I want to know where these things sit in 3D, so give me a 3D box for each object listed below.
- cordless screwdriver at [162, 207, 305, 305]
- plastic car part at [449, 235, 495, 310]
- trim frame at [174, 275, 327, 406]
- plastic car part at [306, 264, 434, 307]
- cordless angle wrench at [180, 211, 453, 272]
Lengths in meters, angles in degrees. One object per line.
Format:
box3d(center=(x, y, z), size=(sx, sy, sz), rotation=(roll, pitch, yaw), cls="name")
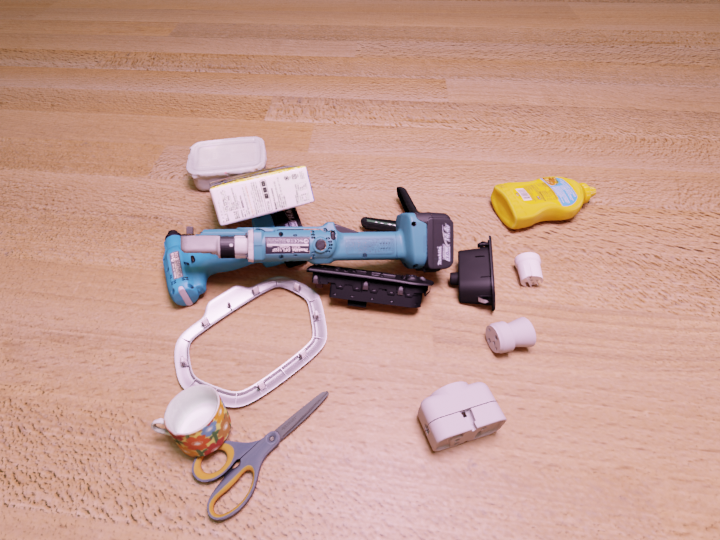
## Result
box3d(center=(-0.225, -0.046, 0.751), size=(0.246, 0.071, 0.167), rotation=(-21, 52, -10), cls="cordless screwdriver")
box3d(center=(0.186, 0.007, 0.701), size=(0.073, 0.063, 0.118), rotation=(0, 51, 20), cls="plastic car part")
box3d(center=(-0.167, 0.098, 0.654), size=(0.244, 0.026, 0.194), rotation=(-35, 56, -22), cls="trim frame")
box3d(center=(0.015, 0.027, 0.681), size=(0.206, 0.065, 0.067), rotation=(3, 88, 8), cls="plastic car part")
box3d(center=(-0.066, -0.043, 0.671), size=(0.416, 0.098, 0.076), rotation=(-1, 2, -9), cls="cordless angle wrench")
